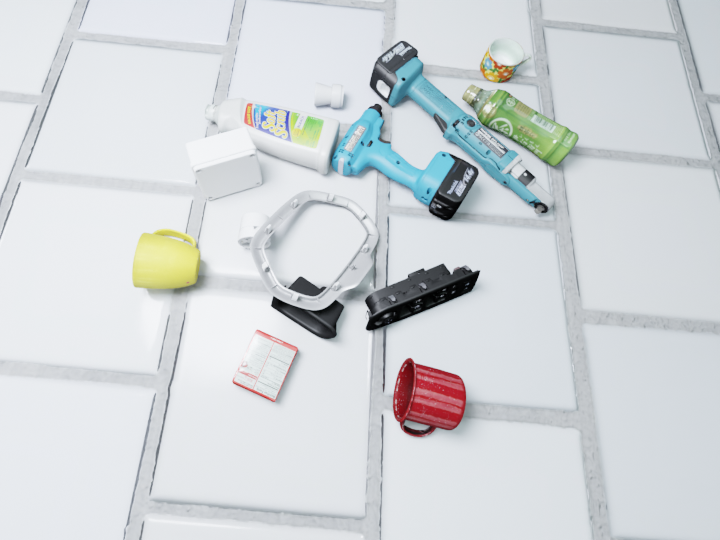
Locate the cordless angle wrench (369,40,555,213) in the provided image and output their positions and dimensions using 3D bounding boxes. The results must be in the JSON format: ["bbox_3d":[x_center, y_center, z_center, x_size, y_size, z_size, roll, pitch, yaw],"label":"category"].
[{"bbox_3d":[0.197,-0.265,0.804,0.097,0.073,0.431,-42,80,-16],"label":"cordless angle wrench"}]

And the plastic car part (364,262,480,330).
[{"bbox_3d":[0.092,0.036,0.693,0.200,0.064,0.070,-25,66,-11],"label":"plastic car part"}]

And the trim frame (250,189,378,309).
[{"bbox_3d":[-0.068,-0.045,0.699,0.186,0.027,0.247,35,53,5],"label":"trim frame"}]

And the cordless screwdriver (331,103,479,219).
[{"bbox_3d":[0.088,-0.207,0.776,0.254,0.073,0.159,26,71,10],"label":"cordless screwdriver"}]

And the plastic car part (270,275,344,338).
[{"bbox_3d":[-0.078,0.053,0.684,0.118,0.065,0.071,30,57,3],"label":"plastic car part"}]
